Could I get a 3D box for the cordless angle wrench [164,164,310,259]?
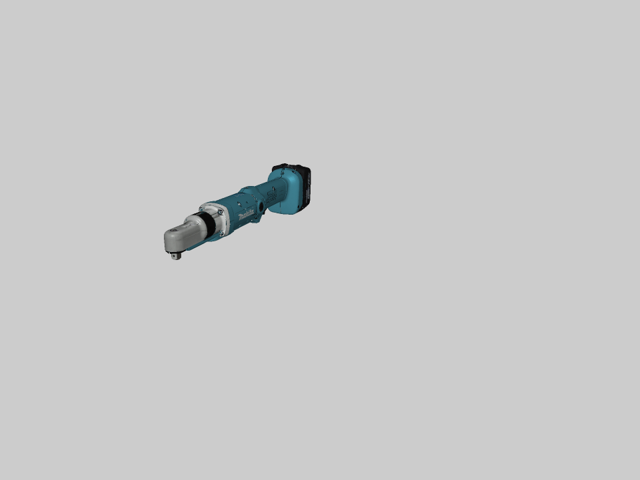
[{"bbox_3d":[-0.125,-0.059,0.735,0.074,0.098,0.421,9,20,18],"label":"cordless angle wrench"}]
